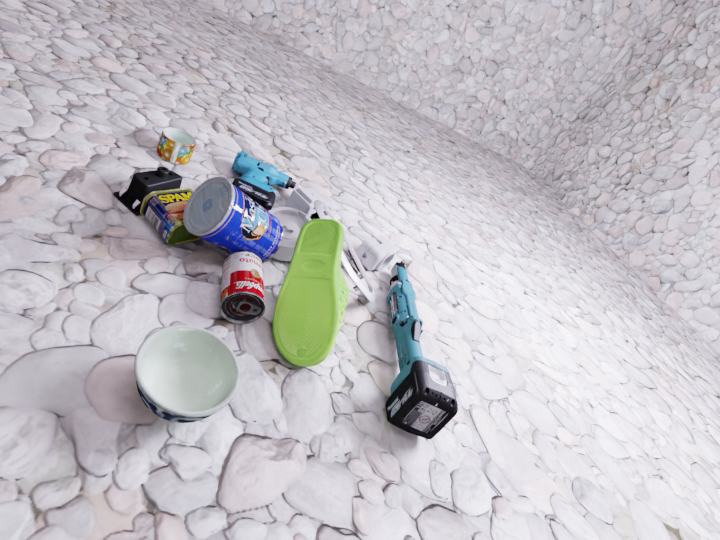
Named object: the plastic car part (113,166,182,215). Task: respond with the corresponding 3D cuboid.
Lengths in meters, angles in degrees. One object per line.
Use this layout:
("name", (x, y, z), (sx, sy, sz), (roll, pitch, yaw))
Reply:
("plastic car part", (-0.374, -0.155, 0.771), (0.067, 0.071, 0.114), (39, 34, 8))

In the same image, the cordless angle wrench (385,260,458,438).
("cordless angle wrench", (0.088, 0.104, 0.796), (0.073, 0.098, 0.433), (25, 27, -15))

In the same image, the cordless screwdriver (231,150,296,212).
("cordless screwdriver", (-0.219, -0.181, 0.944), (0.154, 0.074, 0.257), (21, 29, -19))

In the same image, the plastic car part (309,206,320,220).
("plastic car part", (-0.087, -0.057, 0.891), (0.063, 0.068, 0.212), (57, 12, -43))

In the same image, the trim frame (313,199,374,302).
("trim frame", (-0.035, -0.042, 0.859), (0.257, 0.028, 0.176), (61, 9, 21))
